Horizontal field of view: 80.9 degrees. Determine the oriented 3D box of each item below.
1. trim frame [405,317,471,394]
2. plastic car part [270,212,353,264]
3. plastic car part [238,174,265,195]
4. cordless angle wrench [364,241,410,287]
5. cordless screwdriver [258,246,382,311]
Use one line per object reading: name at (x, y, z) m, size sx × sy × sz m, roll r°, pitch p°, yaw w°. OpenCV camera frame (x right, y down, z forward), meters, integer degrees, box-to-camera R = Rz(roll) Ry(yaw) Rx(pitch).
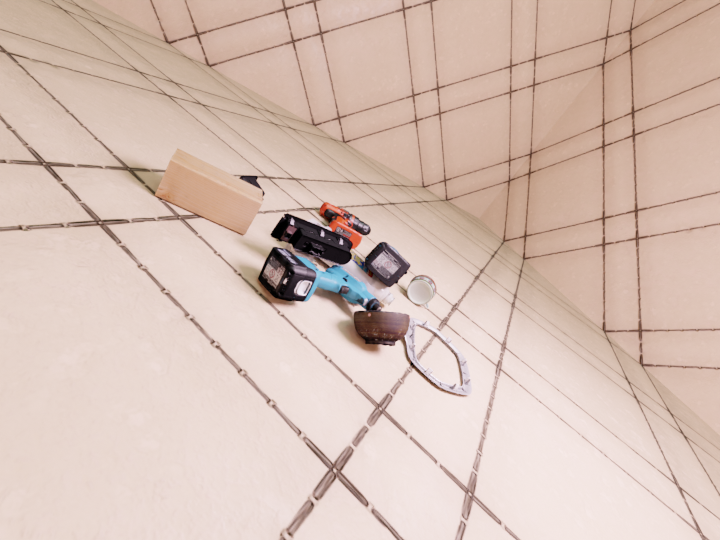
trim frame at (0.173, 0.186, 0.961) m, size 0.184 × 0.027 × 0.249 m, roll 32°, pitch 23°, yaw -1°
plastic car part at (-0.090, -0.059, 0.918) m, size 0.192 × 0.066 × 0.071 m, roll 17°, pitch 23°, yaw -39°
plastic car part at (-0.291, -0.211, 1.131) m, size 0.071 × 0.067 × 0.114 m, roll 52°, pitch 19°, yaw 2°
cordless angle wrench at (0.079, -0.036, 1.183) m, size 0.098 × 0.074 × 0.419 m, roll 43°, pitch 8°, yaw -1°
cordless screwdriver at (-0.073, 0.031, 0.856) m, size 0.168 × 0.074 × 0.235 m, roll 36°, pitch 15°, yaw 38°
